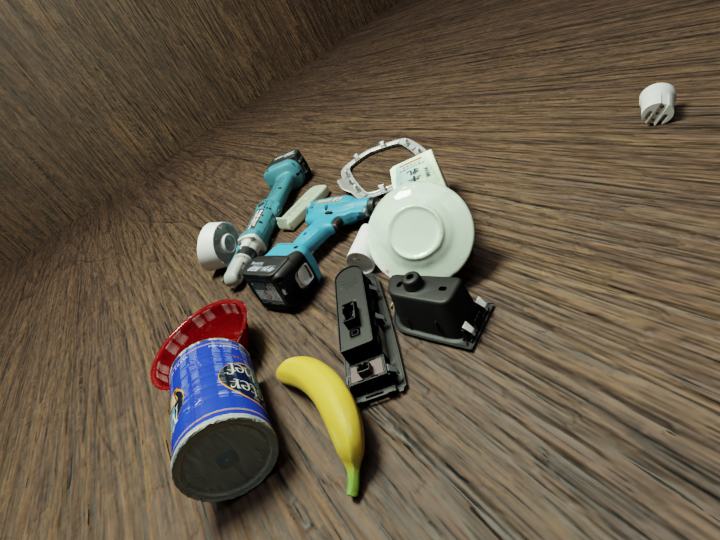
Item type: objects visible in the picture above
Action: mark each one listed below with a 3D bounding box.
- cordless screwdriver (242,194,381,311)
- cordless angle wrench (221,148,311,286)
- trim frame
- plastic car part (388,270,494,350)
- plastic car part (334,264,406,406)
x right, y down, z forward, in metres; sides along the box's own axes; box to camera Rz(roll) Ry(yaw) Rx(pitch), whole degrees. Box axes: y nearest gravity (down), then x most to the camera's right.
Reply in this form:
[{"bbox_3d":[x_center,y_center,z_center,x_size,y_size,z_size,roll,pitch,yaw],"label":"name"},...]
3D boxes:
[{"bbox_3d":[-0.068,-0.044,0.694,0.166,0.071,0.248,-3,38,37],"label":"cordless screwdriver"},{"bbox_3d":[-0.202,-0.122,0.914,0.101,0.071,0.430,-16,38,24],"label":"cordless angle wrench"},{"bbox_3d":[0.039,-0.217,0.877,0.185,0.026,0.259,-30,34,5],"label":"trim frame"},{"bbox_3d":[0.074,0.033,0.472,0.123,0.068,0.065,7,46,42],"label":"plastic car part"},{"bbox_3d":[-0.003,0.060,0.512,0.067,0.064,0.209,-32,29,15],"label":"plastic car part"}]
